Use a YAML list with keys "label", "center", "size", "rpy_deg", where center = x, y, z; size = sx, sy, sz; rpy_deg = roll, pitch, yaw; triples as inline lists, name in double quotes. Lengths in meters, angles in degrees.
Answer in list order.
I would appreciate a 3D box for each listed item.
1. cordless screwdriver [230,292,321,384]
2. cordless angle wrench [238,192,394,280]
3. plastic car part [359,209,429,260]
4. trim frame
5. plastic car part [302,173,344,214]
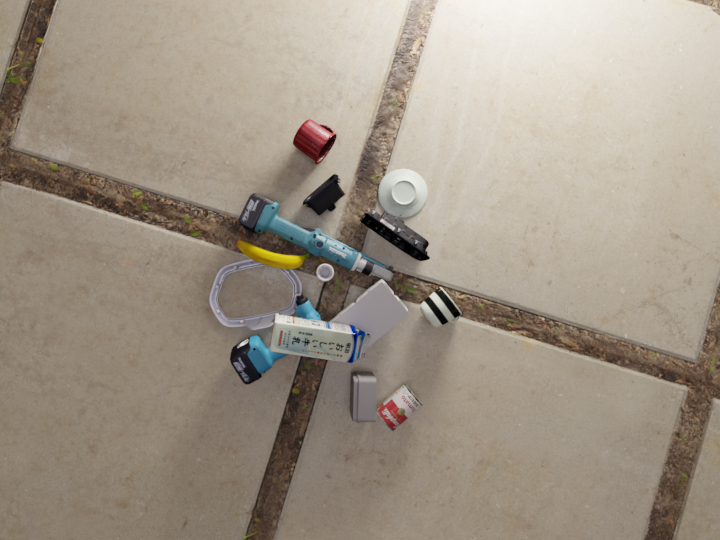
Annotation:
- label: "cordless screwdriver"
  center: [-0.216, 0.173, 1.085]
  size: [0.248, 0.076, 0.156]
  rpy_deg: [-25, 100, -4]
- label: "cordless angle wrench"
  center: [-0.108, -0.071, 1.104]
  size: [0.422, 0.074, 0.098]
  rpy_deg: [26, 89, -1]
- label: "plastic car part"
  center: [0.099, -0.097, 1.108]
  size: [0.204, 0.066, 0.067]
  rpy_deg: [39, 63, 2]
- label: "trim frame"
  center: [-0.279, 0.062, 1.122]
  size: [0.248, 0.027, 0.184]
  rpy_deg: [-11, 89, -1]
- label: "plastic car part"
  center: [-0.088, -0.192, 1.114]
  size: [0.116, 0.068, 0.069]
  rpy_deg: [-43, 106, 2]
